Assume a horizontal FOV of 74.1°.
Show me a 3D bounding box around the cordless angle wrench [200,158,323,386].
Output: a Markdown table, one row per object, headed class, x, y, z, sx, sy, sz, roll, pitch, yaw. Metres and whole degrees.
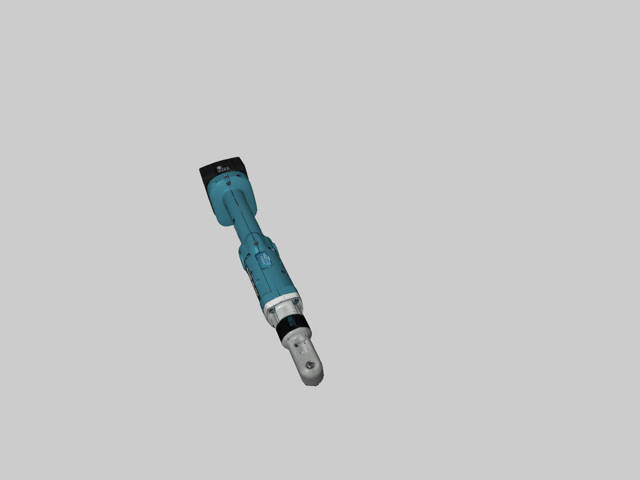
| class | x | y | z | sx | sy | sz | roll | pitch | yaw |
| --- | --- | --- | --- | --- | --- | --- | --- | --- | --- |
| cordless angle wrench | -0.089 | 0.024 | 0.619 | 0.074 | 0.098 | 0.422 | -20 | 47 | -13 |
